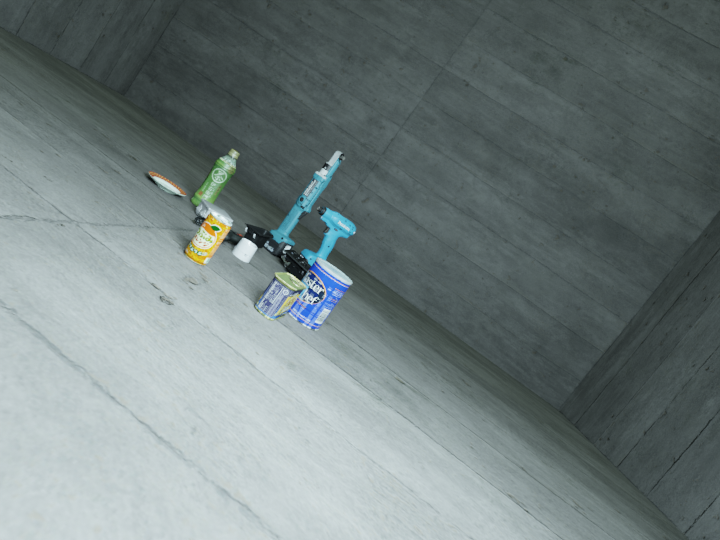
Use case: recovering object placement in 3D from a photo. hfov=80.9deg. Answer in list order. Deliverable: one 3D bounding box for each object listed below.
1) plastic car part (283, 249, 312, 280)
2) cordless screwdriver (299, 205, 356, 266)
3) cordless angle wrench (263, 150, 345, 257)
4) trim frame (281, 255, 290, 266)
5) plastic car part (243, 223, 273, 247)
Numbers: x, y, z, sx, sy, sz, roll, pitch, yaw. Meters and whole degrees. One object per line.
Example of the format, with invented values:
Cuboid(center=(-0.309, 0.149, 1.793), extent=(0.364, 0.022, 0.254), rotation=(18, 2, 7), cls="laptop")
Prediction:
Cuboid(center=(-0.169, 0.014, 1.325), extent=(0.210, 0.067, 0.064), rotation=(37, 6, 18), cls="plastic car part")
Cuboid(center=(-0.142, -0.093, 1.455), extent=(0.151, 0.249, 0.078), rotation=(33, 6, -30), cls="cordless screwdriver")
Cuboid(center=(-0.192, -0.237, 1.472), extent=(0.103, 0.423, 0.071), rotation=(39, 6, 26), cls="cordless angle wrench")
Cuboid(center=(-0.187, 0.009, 1.477), extent=(0.191, 0.027, 0.239), rotation=(37, 6, 18), cls="trim frame")
Cuboid(center=(-0.324, -0.097, 1.322), extent=(0.068, 0.071, 0.112), rotation=(37, 6, 17), cls="plastic car part")
